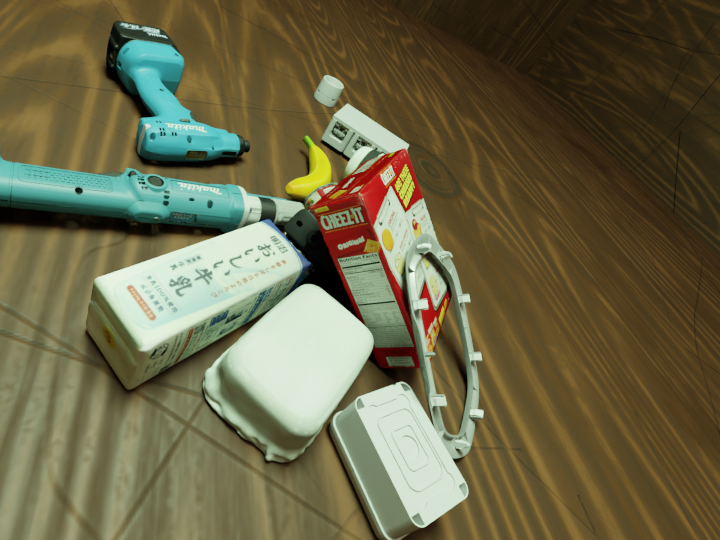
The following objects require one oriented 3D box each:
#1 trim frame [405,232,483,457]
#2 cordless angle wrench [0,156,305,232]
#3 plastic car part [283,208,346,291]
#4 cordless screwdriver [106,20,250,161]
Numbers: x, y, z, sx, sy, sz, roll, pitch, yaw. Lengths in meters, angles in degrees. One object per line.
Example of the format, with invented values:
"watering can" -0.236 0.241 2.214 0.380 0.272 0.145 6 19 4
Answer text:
"trim frame" 0.099 0.079 0.478 0.176 0.028 0.250 -2 82 -57
"cordless angle wrench" -0.237 -0.082 0.472 0.403 0.074 0.102 2 49 -37
"plastic car part" -0.051 -0.033 0.521 0.122 0.066 0.068 45 -1 26
"cordless screwdriver" -0.275 -0.258 0.631 0.152 0.075 0.258 -9 59 -42
